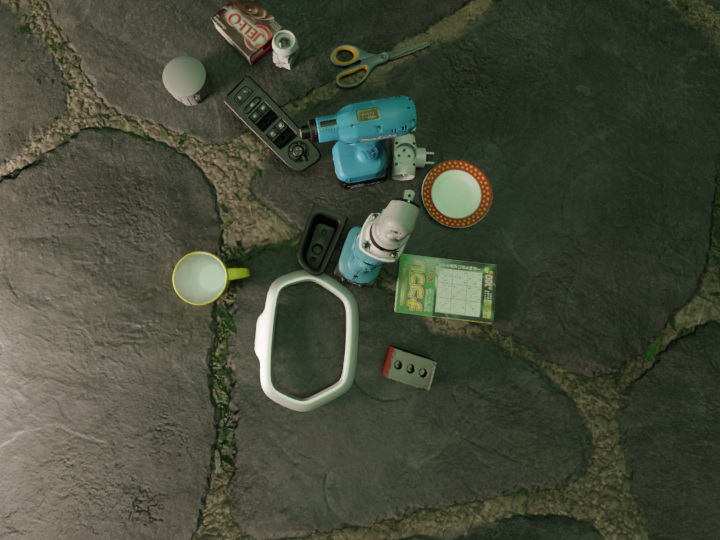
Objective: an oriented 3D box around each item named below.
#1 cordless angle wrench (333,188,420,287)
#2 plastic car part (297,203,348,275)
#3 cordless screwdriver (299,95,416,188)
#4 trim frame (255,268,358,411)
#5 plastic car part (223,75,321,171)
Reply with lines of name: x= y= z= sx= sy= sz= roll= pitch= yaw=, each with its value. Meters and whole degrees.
cordless angle wrench: x=0.017 y=-0.032 z=0.575 sx=0.074 sy=0.422 sz=0.098 roll=20 pitch=85 yaw=-4
plastic car part: x=-0.074 y=-0.048 z=0.753 sx=0.066 sy=0.071 sz=0.117 roll=21 pitch=84 yaw=-1
cordless screwdriver: x=-0.014 y=-0.197 z=0.683 sx=0.158 sy=0.248 sz=0.075 roll=-10 pitch=87 yaw=-5
trim frame: x=-0.096 y=0.121 z=0.753 sx=0.184 sy=0.027 sz=0.250 roll=3 pitch=83 yaw=0
plastic car part: x=-0.159 y=-0.259 z=0.782 sx=0.066 sy=0.066 sz=0.205 roll=-44 pitch=85 yaw=-6
